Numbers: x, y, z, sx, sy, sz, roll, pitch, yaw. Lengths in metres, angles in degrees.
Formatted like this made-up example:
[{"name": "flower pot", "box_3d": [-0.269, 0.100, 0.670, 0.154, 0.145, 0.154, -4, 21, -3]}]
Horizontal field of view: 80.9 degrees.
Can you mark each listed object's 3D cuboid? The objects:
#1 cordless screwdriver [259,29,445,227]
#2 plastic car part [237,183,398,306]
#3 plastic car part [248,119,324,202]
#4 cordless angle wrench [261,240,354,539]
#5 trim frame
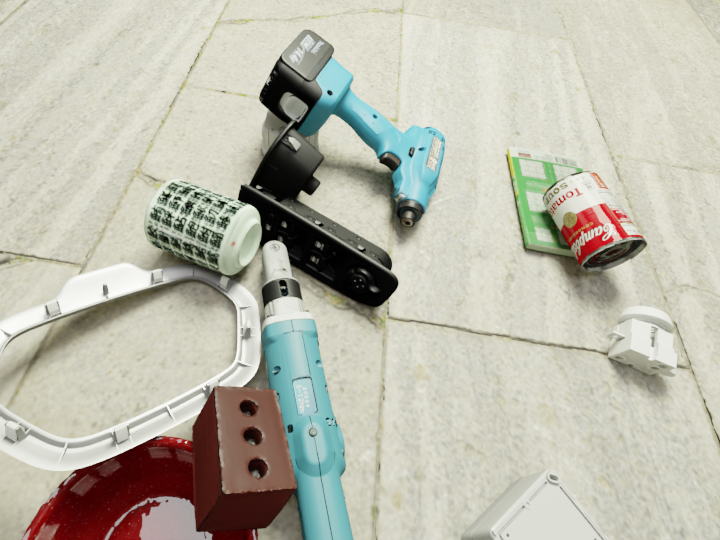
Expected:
[{"name": "cordless screwdriver", "box_3d": [-0.005, -0.168, 0.521, 0.242, 0.075, 0.161, 30, 55, -15]}, {"name": "plastic car part", "box_3d": [-0.047, -0.031, 0.477, 0.210, 0.066, 0.065, 33, 33, 16]}, {"name": "plastic car part", "box_3d": [-0.084, -0.114, 0.502, 0.069, 0.119, 0.066, 39, 57, -13]}, {"name": "cordless angle wrench", "box_3d": [-0.041, 0.145, 0.342, 0.073, 0.096, 0.441, -6, 54, -17]}, {"name": "trim frame", "box_3d": [-0.204, 0.062, 0.377, 0.241, 0.027, 0.194, -23, 51, -35]}]
